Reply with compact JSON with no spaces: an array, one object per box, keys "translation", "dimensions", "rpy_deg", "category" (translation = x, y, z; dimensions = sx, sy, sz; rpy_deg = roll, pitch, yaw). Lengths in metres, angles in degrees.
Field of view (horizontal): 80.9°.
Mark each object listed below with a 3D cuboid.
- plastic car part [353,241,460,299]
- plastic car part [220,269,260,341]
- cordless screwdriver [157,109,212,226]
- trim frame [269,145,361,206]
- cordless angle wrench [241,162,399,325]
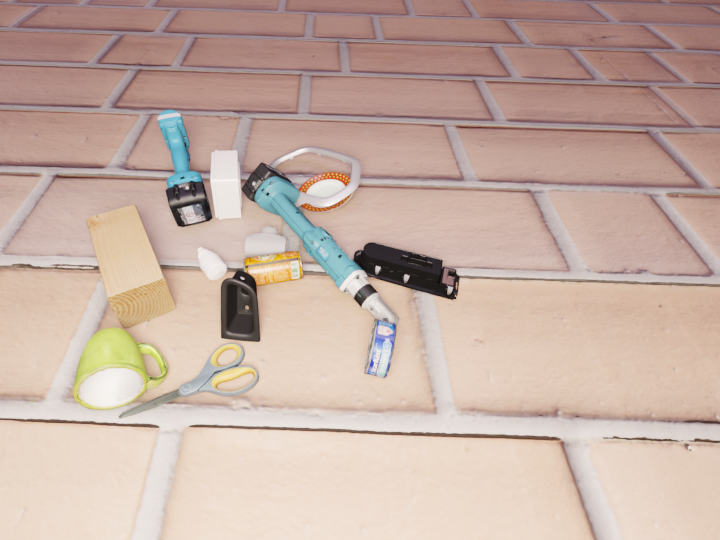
[{"translation":[0.083,-0.007,0.787],"dimensions":[0.208,0.065,0.067],"rpy_deg":[13,55,13],"category":"plastic car part"},{"translation":[-0.193,0.051,0.700],"dimensions":[0.066,0.114,0.072],"rpy_deg":[5,24,-1],"category":"plastic car part"},{"translation":[-0.384,-0.208,0.923],"dimensions":[0.073,0.156,0.258],"rpy_deg":[-15,65,-15],"category":"cordless screwdriver"},{"translation":[-0.112,-0.216,0.961],"dimensions":[0.261,0.026,0.183],"rpy_deg":[23,60,29],"category":"trim frame"},{"translation":[-0.079,-0.051,0.804],"dimensions":[0.074,0.093,0.443],"rpy_deg":[-50,62,13],"category":"cordless angle wrench"}]
